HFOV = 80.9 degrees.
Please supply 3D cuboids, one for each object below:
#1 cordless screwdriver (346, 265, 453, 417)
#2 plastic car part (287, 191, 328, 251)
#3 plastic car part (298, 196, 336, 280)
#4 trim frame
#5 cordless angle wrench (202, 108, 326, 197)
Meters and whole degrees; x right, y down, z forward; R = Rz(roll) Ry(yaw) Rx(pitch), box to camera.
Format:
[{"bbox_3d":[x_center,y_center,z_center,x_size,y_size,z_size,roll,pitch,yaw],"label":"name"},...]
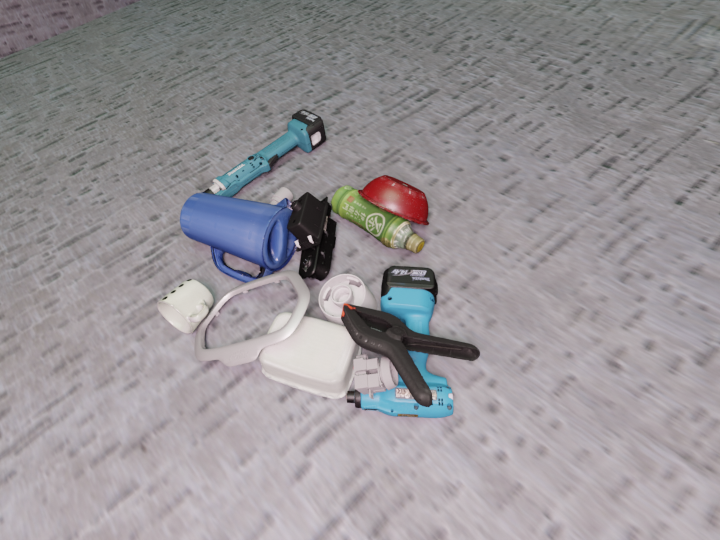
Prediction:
[{"bbox_3d":[0.060,0.114,0.706,0.161,0.071,0.255,-2,55,7],"label":"cordless screwdriver"},{"bbox_3d":[-0.112,-0.108,0.846,0.068,0.067,0.119,-18,50,36],"label":"plastic car part"},{"bbox_3d":[-0.086,-0.056,0.875,0.068,0.064,0.207,-27,38,35],"label":"plastic car part"},{"bbox_3d":[-0.196,0.083,0.754,0.255,0.026,0.189,-17,40,20],"label":"trim frame"},{"bbox_3d":[-0.267,-0.265,1.073,0.103,0.071,0.418,35,67,31],"label":"cordless angle wrench"}]
